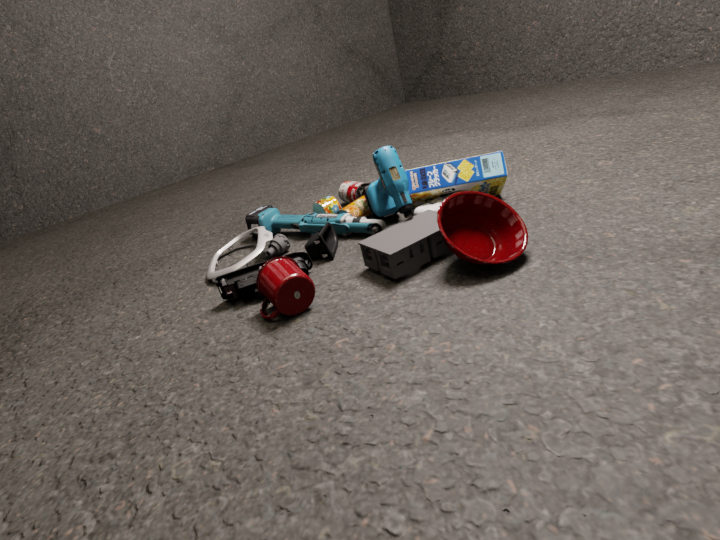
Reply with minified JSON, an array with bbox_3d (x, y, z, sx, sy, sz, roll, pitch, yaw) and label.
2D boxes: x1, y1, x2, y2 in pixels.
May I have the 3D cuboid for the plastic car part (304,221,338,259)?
[{"bbox_3d":[-0.097,-0.064,0.995,0.072,0.064,0.118,-25,19,14],"label":"plastic car part"}]

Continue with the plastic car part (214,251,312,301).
[{"bbox_3d":[-0.191,0.017,0.873,0.200,0.064,0.070,-21,34,-13],"label":"plastic car part"}]

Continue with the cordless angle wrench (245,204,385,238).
[{"bbox_3d":[-0.125,-0.124,1.120,0.444,0.072,0.096,6,31,34],"label":"cordless angle wrench"}]

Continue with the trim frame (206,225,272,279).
[{"bbox_3d":[-0.306,-0.048,1.070,0.184,0.026,0.257,-31,24,1],"label":"trim frame"}]

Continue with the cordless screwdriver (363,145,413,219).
[{"bbox_3d":[0.069,-0.174,0.997,0.074,0.161,0.246,-19,-8,-5],"label":"cordless screwdriver"}]
